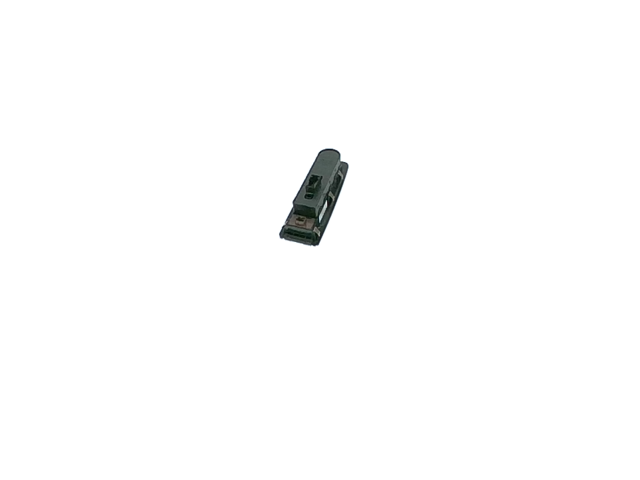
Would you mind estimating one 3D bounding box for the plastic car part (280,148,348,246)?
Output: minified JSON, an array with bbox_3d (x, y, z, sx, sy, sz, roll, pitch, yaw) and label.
[{"bbox_3d":[-0.006,-0.085,0.704,0.066,0.067,0.202,7,46,19],"label":"plastic car part"}]
